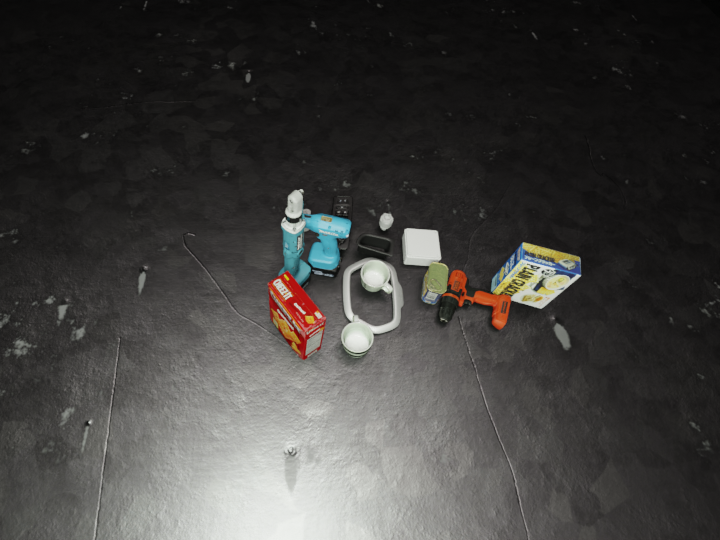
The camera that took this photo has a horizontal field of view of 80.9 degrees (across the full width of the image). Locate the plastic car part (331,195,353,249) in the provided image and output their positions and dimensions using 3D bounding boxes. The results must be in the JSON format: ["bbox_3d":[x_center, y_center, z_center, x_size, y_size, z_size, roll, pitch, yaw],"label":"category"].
[{"bbox_3d":[-0.064,-0.147,1.375,0.066,0.065,0.208,5,58,-4],"label":"plastic car part"}]

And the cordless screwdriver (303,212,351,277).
[{"bbox_3d":[-0.120,-0.078,1.223,0.160,0.243,0.075,14,58,1],"label":"cordless screwdriver"}]

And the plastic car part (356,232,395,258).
[{"bbox_3d":[0.042,-0.071,1.332,0.117,0.069,0.067,13,58,3],"label":"plastic car part"}]

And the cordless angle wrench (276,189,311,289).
[{"bbox_3d":[-0.175,-0.063,1.109,0.076,0.414,0.097,36,61,12],"label":"cordless angle wrench"}]

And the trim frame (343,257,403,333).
[{"bbox_3d":[0.039,0.070,1.267,0.183,0.027,0.256,0,58,-4],"label":"trim frame"}]
